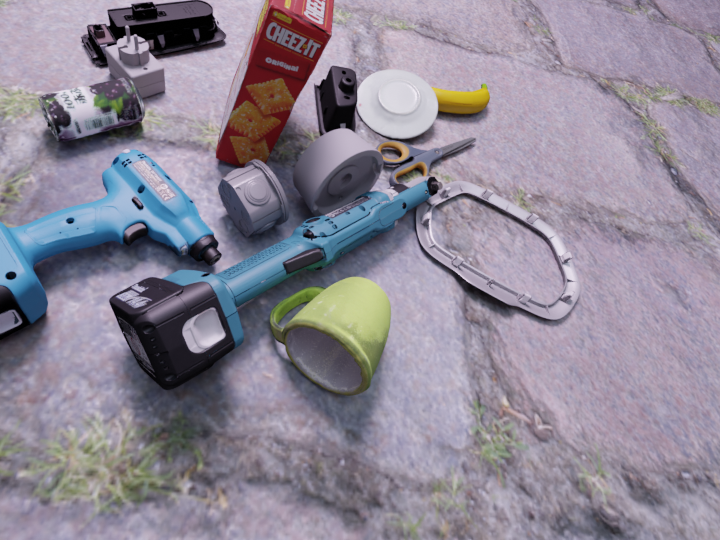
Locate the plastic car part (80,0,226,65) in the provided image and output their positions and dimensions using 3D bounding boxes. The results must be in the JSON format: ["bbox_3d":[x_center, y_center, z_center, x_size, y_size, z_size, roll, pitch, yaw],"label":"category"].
[{"bbox_3d":[-0.296,-0.358,0.618,0.197,0.066,0.069,-26,64,-31],"label":"plastic car part"}]

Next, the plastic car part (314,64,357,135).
[{"bbox_3d":[-0.029,-0.257,0.625,0.064,0.070,0.120,4,56,-16],"label":"plastic car part"}]

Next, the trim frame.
[{"bbox_3d":[0.190,-0.036,0.577,0.249,0.027,0.184,30,56,1],"label":"trim frame"}]

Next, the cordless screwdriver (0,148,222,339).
[{"bbox_3d":[-0.268,-0.015,0.404,0.163,0.074,0.244,43,53,10],"label":"cordless screwdriver"}]

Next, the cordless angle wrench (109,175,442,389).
[{"bbox_3d":[-0.046,-0.030,0.469,0.413,0.103,0.072,-33,116,-35],"label":"cordless angle wrench"}]
